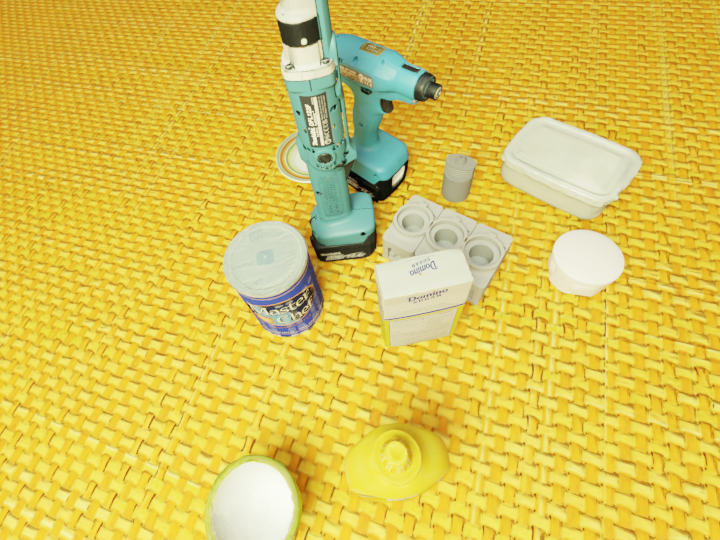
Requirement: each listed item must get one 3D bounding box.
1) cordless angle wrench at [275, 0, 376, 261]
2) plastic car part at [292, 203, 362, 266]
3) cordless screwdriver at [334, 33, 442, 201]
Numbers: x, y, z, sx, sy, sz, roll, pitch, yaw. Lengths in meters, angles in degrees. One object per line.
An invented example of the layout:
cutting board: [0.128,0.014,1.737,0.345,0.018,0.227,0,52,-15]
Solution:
cordless angle wrench: [-0.039,-0.145,0.479,0.099,0.407,0.076,-5,60,2]
plastic car part: [-0.061,-0.040,0.619,0.115,0.068,0.069,-35,62,-12]
cordless screwdriver: [0.033,-0.196,0.595,0.166,0.239,0.074,35,69,23]
